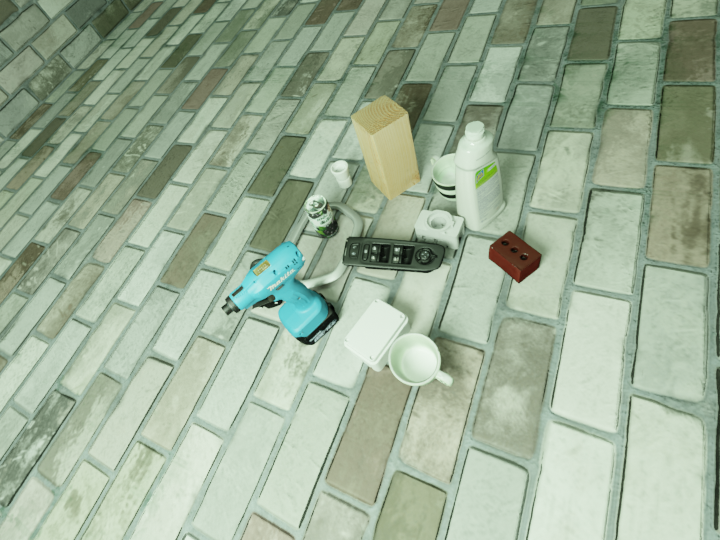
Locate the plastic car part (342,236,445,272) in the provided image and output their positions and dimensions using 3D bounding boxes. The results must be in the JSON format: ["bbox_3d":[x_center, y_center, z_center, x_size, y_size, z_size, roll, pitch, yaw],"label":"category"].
[{"bbox_3d":[0.069,-0.024,0.867,0.210,0.064,0.067,3,60,22],"label":"plastic car part"}]

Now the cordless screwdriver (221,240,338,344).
[{"bbox_3d":[-0.141,0.065,0.780,0.158,0.237,0.078,-40,56,-9],"label":"cordless screwdriver"}]

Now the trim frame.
[{"bbox_3d":[-0.095,-0.062,0.976,0.192,0.026,0.250,9,62,25],"label":"trim frame"}]

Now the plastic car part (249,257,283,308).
[{"bbox_3d":[-0.200,0.035,0.926,0.066,0.067,0.121,-19,54,6],"label":"plastic car part"}]
